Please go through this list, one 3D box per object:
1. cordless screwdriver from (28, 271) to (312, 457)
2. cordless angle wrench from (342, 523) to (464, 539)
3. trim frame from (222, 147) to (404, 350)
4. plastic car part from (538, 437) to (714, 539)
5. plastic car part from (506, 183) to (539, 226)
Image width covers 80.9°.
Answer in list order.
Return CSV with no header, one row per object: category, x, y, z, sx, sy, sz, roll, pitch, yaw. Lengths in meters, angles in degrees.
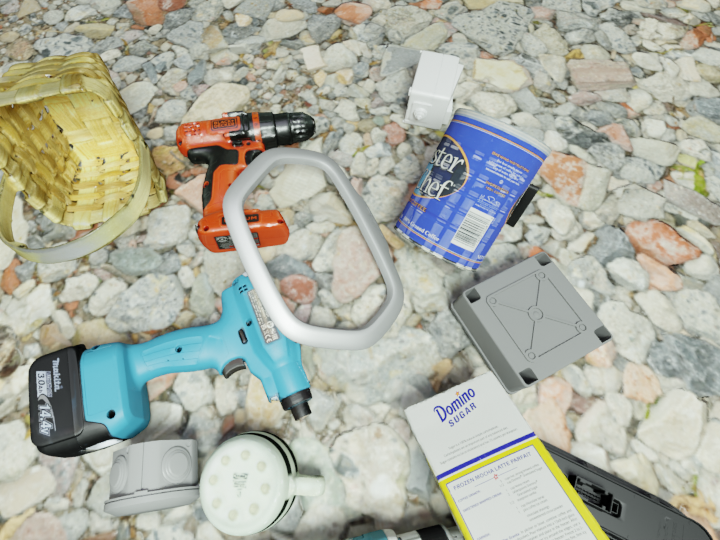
cordless screwdriver,-0.178,0.112,0.420,0.245,0.073,0.165,-22,67,-13
cordless angle wrench,-0.075,0.264,0.339,0.419,0.095,0.077,-10,64,-7
trim frame,-0.046,-0.030,0.470,0.179,0.028,0.253,-23,78,-30
plastic car part,0.207,0.202,0.373,0.207,0.065,0.066,25,61,9
plastic car part,0.161,-0.119,0.527,0.121,0.064,0.070,34,55,18
